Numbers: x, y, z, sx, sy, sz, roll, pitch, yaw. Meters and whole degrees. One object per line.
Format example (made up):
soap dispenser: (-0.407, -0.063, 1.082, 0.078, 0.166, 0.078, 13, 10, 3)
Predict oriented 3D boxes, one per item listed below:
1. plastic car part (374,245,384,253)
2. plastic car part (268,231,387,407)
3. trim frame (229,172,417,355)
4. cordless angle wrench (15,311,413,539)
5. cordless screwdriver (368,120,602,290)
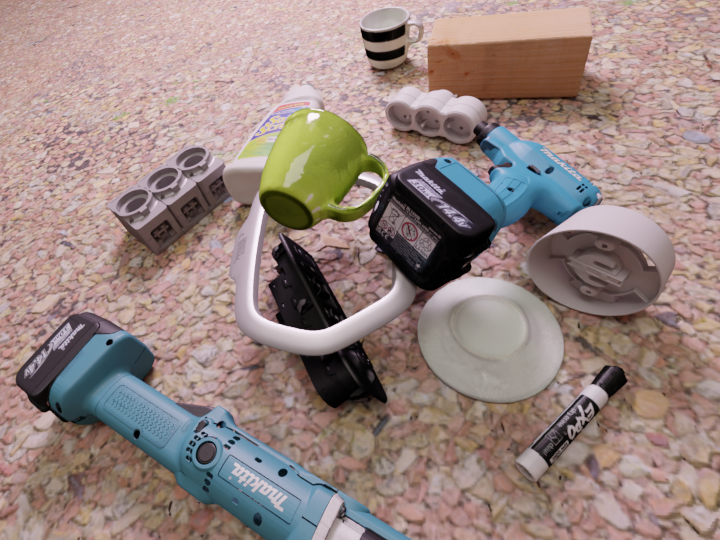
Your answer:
plastic car part: (0.068, -0.074, 0.484, 0.069, 0.068, 0.116, 19, 62, 26)
plastic car part: (-0.046, 0.050, 0.421, 0.067, 0.063, 0.214, -38, 51, 0)
trim frame: (-0.042, -0.027, 0.425, 0.185, 0.026, 0.257, -5, 51, 3)
cordless angle wrench: (-0.119, 0.156, 0.354, 0.441, 0.071, 0.098, 19, 59, 24)
cordless screwdriver: (0.115, -0.086, 0.424, 0.241, 0.073, 0.166, -22, 60, -33)
